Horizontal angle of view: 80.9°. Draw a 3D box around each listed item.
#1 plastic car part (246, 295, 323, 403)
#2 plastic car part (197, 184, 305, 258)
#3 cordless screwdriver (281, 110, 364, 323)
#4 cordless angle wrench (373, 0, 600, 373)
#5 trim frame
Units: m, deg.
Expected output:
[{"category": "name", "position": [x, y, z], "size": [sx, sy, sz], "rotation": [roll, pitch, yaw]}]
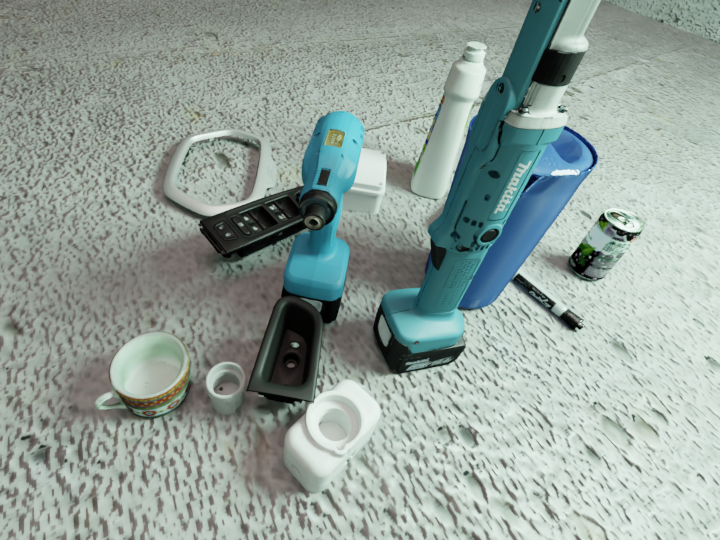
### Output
[{"category": "plastic car part", "position": [-0.076, 0.095, 0.460], "size": [0.066, 0.069, 0.119], "rotation": [9, 46, -2]}, {"category": "plastic car part", "position": [-0.128, -0.067, 0.612], "size": [0.198, 0.065, 0.069], "rotation": [-32, 59, -33]}, {"category": "cordless screwdriver", "position": [-0.045, -0.030, 0.463], "size": [0.074, 0.243, 0.162], "rotation": [12, 46, -2]}, {"category": "cordless angle wrench", "position": [0.100, -0.048, 0.381], "size": [0.096, 0.413, 0.078], "rotation": [-5, 49, -18]}, {"category": "trim frame", "position": [-0.237, -0.176, 0.730], "size": [0.182, 0.027, 0.257], "rotation": [2, 46, -6]}]
